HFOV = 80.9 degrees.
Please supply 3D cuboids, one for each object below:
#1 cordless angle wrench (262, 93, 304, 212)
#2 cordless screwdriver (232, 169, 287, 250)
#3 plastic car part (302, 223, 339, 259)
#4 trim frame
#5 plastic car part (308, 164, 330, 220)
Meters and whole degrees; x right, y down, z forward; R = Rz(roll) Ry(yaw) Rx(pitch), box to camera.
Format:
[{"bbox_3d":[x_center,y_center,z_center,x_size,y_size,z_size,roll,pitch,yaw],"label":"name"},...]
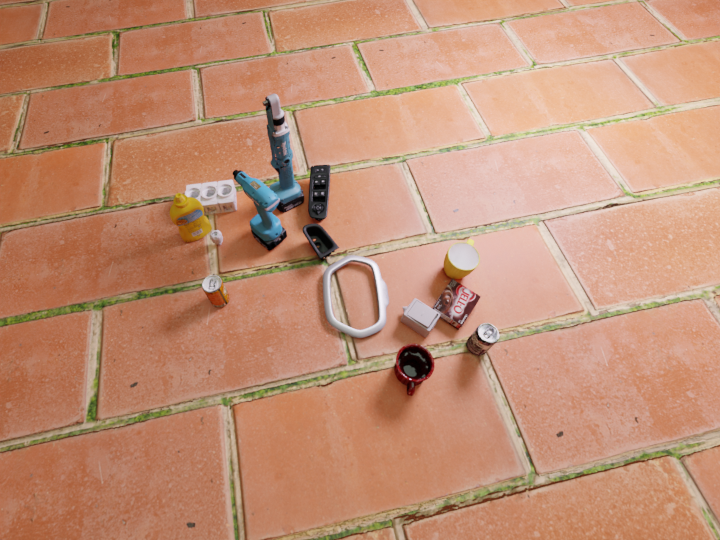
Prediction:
[{"bbox_3d":[-0.223,-0.323,1.194,0.096,0.412,0.077,-28,67,-17],"label":"cordless angle wrench"},{"bbox_3d":[-0.290,-0.173,1.207,0.165,0.242,0.073,41,67,18],"label":"cordless screwdriver"},{"bbox_3d":[-0.122,-0.080,1.249,0.065,0.069,0.121,-30,65,-17],"label":"plastic car part"},{"bbox_3d":[-0.013,0.068,1.185,0.184,0.027,0.256,-6,60,-2],"label":"trim frame"},{"bbox_3d":[-0.131,-0.240,1.343,0.066,0.065,0.208,1,60,-1],"label":"plastic car part"}]
